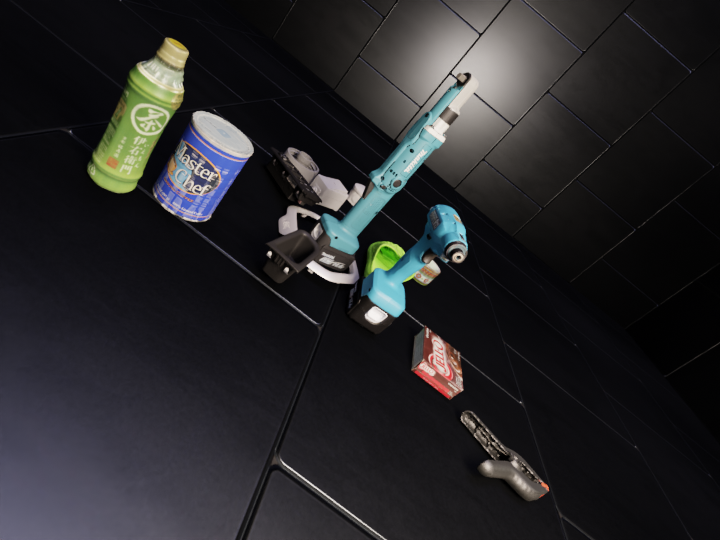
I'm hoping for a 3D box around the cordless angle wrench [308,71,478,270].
[{"bbox_3d":[0.055,-0.173,0.778,0.093,0.425,0.078,24,30,-35],"label":"cordless angle wrench"}]

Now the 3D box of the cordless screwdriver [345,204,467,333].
[{"bbox_3d":[0.078,0.009,0.709,0.072,0.250,0.162,35,25,-16],"label":"cordless screwdriver"}]

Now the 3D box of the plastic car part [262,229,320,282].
[{"bbox_3d":[-0.117,-0.017,0.692,0.067,0.071,0.115,43,24,3],"label":"plastic car part"}]

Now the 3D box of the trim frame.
[{"bbox_3d":[-0.084,-0.055,0.862,0.176,0.028,0.258,28,26,-26],"label":"trim frame"}]

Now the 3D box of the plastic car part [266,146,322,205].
[{"bbox_3d":[-0.162,-0.209,0.968,0.063,0.067,0.213,14,34,-46],"label":"plastic car part"}]
